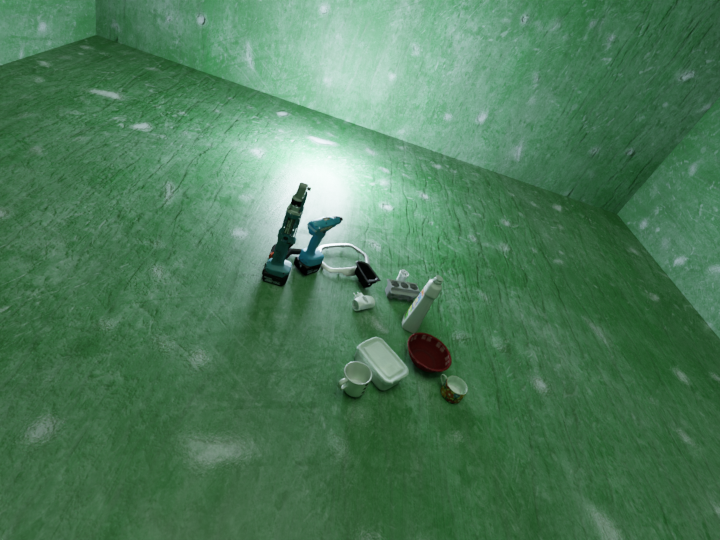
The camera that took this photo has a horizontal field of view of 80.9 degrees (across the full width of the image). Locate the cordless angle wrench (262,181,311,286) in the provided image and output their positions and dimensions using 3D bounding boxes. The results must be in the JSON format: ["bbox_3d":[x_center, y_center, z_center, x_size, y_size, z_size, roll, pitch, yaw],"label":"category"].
[{"bbox_3d":[-0.251,-0.123,1.456,0.097,0.418,0.076,20,37,-7],"label":"cordless angle wrench"}]

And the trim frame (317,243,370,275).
[{"bbox_3d":[-0.074,-0.048,1.768,0.239,0.027,0.194,-5,44,-30],"label":"trim frame"}]

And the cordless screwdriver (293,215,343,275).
[{"bbox_3d":[-0.158,-0.103,1.617,0.154,0.246,0.078,-22,57,-44],"label":"cordless screwdriver"}]

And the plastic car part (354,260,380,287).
[{"bbox_3d":[0.016,0.024,1.685,0.063,0.070,0.123,-7,45,-34],"label":"plastic car part"}]
